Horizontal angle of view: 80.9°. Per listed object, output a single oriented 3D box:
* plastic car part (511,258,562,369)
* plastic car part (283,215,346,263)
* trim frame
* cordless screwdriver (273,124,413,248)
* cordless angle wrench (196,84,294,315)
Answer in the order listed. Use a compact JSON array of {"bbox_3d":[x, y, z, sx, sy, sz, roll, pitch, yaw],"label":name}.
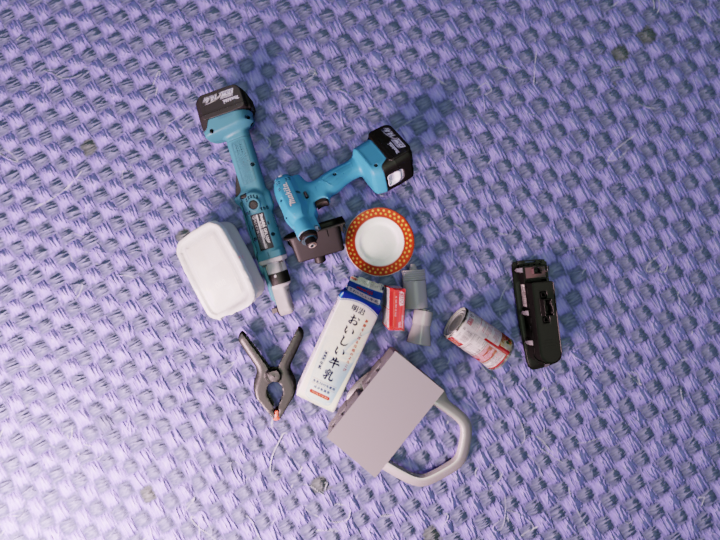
[{"bbox_3d":[0.332,0.082,0.774,0.065,0.068,0.203,-5,90,-9],"label":"plastic car part"},{"bbox_3d":[-0.077,-0.050,0.787,0.117,0.067,0.069,-20,104,2],"label":"plastic car part"},{"bbox_3d":[0.086,0.286,0.783,0.250,0.027,0.184,30,89,3],"label":"trim frame"},{"bbox_3d":[-0.023,-0.146,0.751,0.249,0.071,0.166,-26,58,0],"label":"cordless screwdriver"},{"bbox_3d":[-0.194,-0.122,0.783,0.099,0.074,0.422,-17,90,5],"label":"cordless angle wrench"}]
